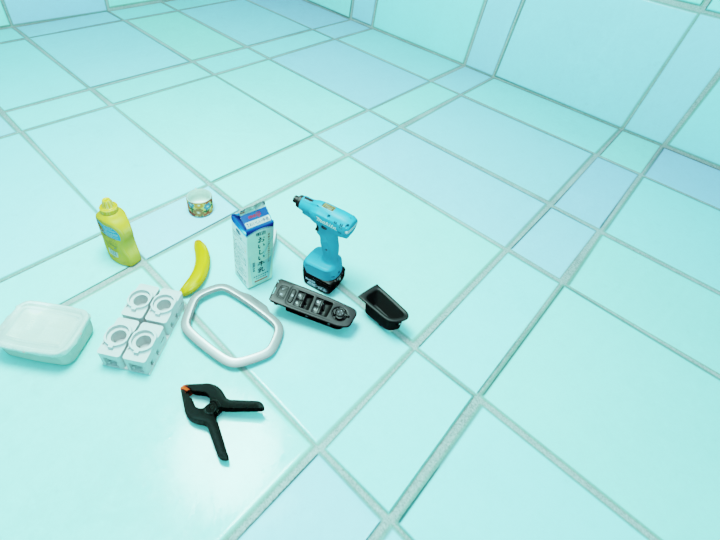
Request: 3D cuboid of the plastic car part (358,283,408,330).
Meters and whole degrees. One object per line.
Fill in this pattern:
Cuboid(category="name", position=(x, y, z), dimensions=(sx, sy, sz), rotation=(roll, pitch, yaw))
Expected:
Cuboid(category="plastic car part", position=(0.053, 0.101, 1.004), dimensions=(0.064, 0.069, 0.122), rotation=(-29, 57, -31))

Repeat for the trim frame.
Cuboid(category="trim frame", position=(-0.295, 0.121, 0.973), dimensions=(0.258, 0.027, 0.182), rotation=(29, 50, 19))

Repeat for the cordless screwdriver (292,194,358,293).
Cuboid(category="cordless screwdriver", position=(-0.100, -0.065, 1.023), dimensions=(0.165, 0.243, 0.073), rotation=(30, 49, 17))

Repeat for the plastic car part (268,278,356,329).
Cuboid(category="plastic car part", position=(-0.112, 0.091, 0.996), dimensions=(0.207, 0.065, 0.067), rotation=(17, 47, 9))
